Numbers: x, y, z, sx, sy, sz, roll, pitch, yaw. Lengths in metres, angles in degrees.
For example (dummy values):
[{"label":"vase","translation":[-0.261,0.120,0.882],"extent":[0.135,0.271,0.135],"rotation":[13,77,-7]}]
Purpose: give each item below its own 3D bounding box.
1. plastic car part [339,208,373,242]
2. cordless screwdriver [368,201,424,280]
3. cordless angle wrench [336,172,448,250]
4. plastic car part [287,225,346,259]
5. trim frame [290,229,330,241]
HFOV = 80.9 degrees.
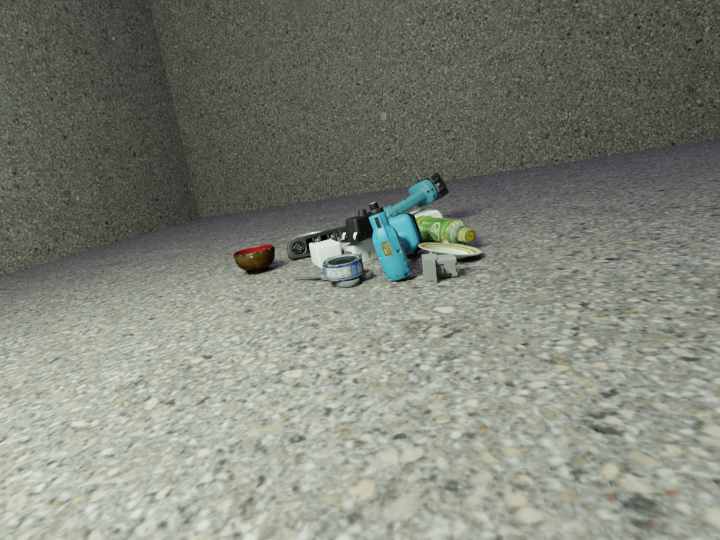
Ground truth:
[{"label":"plastic car part","translation":[0.004,-0.114,1.044],"extent":[0.069,0.069,0.113],"rotation":[3,22,43]},{"label":"cordless screwdriver","translation":[0.074,-0.084,0.928],"extent":[0.076,0.158,0.246],"rotation":[-19,8,18]},{"label":"cordless angle wrench","translation":[0.078,-0.159,1.246],"extent":[0.416,0.074,0.100],"rotation":[-34,8,-21]},{"label":"plastic car part","translation":[-0.122,-0.080,1.246],"extent":[0.199,0.066,0.068],"rotation":[-14,3,-15]},{"label":"trim frame","translation":[-0.160,-0.104,1.439],"extent":[0.183,0.027,0.255],"rotation":[-12,16,-8]}]
